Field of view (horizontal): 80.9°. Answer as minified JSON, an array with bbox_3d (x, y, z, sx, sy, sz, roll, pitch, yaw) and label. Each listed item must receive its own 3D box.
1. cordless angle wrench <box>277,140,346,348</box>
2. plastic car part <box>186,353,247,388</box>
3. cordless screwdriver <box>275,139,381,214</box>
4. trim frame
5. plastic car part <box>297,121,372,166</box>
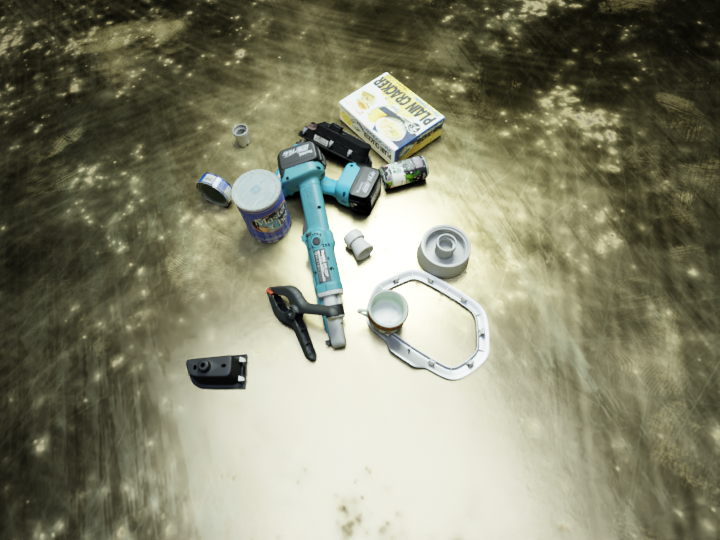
[{"bbox_3d":[-0.085,-0.056,0.870,0.099,0.072,0.431,-16,75,12],"label":"cordless angle wrench"},{"bbox_3d":[-0.280,0.187,0.803,0.117,0.069,0.068,-3,62,1],"label":"plastic car part"},{"bbox_3d":[-0.074,-0.226,0.990,0.257,0.071,0.160,14,67,17],"label":"cordless screwdriver"},{"bbox_3d":[0.130,0.098,0.825,0.257,0.027,0.183,33,72,19],"label":"trim frame"},{"bbox_3d":[-0.051,-0.316,1.032,0.210,0.066,0.064,36,31,17],"label":"plastic car part"}]
